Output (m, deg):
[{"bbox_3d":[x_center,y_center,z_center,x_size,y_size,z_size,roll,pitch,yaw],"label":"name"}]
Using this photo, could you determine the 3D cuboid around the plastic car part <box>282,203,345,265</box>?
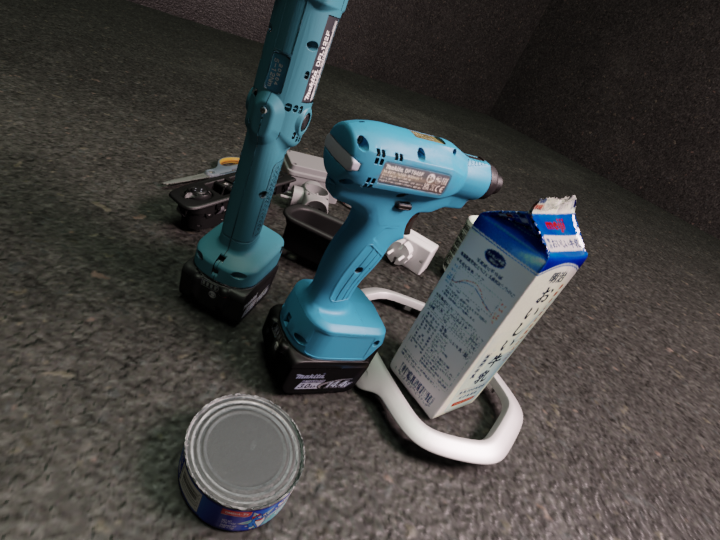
[{"bbox_3d":[-0.055,-0.036,0.567,0.116,0.070,0.067,22,29,-2],"label":"plastic car part"}]

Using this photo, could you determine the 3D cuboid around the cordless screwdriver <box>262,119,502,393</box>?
[{"bbox_3d":[0.013,-0.001,0.374,0.152,0.246,0.078,5,34,-31],"label":"cordless screwdriver"}]

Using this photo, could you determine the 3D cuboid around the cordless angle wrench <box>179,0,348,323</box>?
[{"bbox_3d":[-0.072,-0.139,0.372,0.075,0.419,0.097,28,29,5],"label":"cordless angle wrench"}]

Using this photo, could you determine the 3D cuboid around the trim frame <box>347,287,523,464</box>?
[{"bbox_3d":[0.067,0.098,0.469,0.176,0.027,0.261,4,34,-28],"label":"trim frame"}]

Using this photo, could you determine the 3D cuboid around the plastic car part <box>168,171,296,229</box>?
[{"bbox_3d":[-0.182,-0.104,0.599,0.069,0.066,0.197,34,31,17],"label":"plastic car part"}]
